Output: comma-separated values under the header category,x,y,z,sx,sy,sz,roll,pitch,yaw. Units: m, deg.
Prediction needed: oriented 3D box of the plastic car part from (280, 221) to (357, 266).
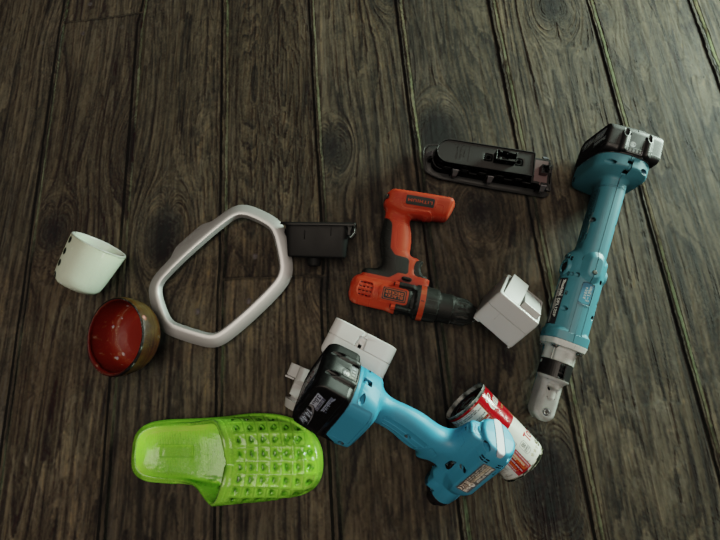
category,x,y,z,sx,sy,sz,roll,pitch,yaw
plastic car part,-0.064,-0.042,0.656,0.118,0.065,0.071,-2,91,6

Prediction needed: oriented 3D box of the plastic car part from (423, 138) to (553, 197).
category,x,y,z,sx,sy,sz,roll,pitch,yaw
plastic car part,0.200,-0.166,0.663,0.207,0.065,0.066,11,84,10

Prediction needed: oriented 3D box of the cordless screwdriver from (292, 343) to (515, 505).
category,x,y,z,sx,sy,sz,roll,pitch,yaw
cordless screwdriver,0.038,0.205,0.527,0.250,0.075,0.158,26,123,1

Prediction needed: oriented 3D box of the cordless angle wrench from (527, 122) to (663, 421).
category,x,y,z,sx,sy,sz,roll,pitch,yaw
cordless angle wrench,0.311,0.002,0.593,0.075,0.097,0.424,20,81,3

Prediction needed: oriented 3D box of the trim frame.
category,x,y,z,sx,sy,sz,roll,pitch,yaw
trim frame,-0.220,0.005,0.670,0.248,0.027,0.189,-45,77,-5
